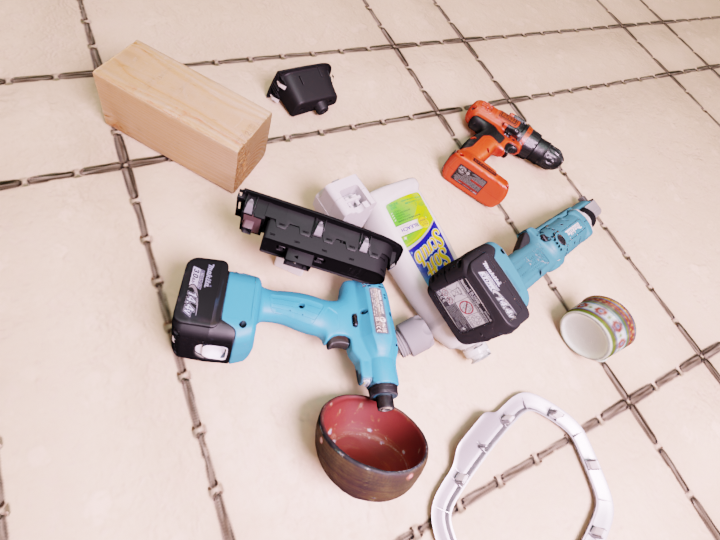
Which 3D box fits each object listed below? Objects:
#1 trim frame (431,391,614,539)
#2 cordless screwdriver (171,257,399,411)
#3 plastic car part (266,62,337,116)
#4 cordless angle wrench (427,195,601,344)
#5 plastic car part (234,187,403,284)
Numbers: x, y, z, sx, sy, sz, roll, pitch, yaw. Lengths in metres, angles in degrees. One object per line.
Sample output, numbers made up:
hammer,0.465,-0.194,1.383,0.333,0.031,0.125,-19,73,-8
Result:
trim frame,0.186,0.253,0.471,0.244,0.027,0.189,-36,75,-26
cordless screwdriver,-0.076,0.071,0.464,0.242,0.073,0.165,5,51,-16
plastic car part,-0.081,-0.284,0.679,0.113,0.067,0.071,-23,87,-28
cordless angle wrench,0.255,-0.032,0.590,0.410,0.075,0.099,-27,81,-39
plastic car part,-0.047,-0.031,0.481,0.200,0.066,0.068,14,57,-9
